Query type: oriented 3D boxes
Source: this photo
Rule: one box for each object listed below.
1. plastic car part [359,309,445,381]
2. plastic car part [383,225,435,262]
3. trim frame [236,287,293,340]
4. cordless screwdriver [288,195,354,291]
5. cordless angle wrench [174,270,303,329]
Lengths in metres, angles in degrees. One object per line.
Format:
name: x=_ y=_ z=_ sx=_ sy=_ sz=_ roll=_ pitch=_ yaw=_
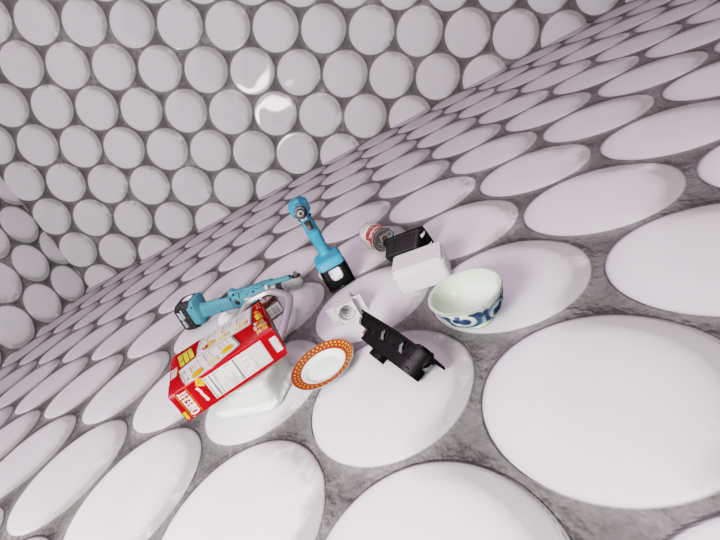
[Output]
plastic car part: x=0.053 y=0.126 z=0.705 sx=0.067 sy=0.064 sz=0.212 roll=-46 pitch=27 yaw=-15
plastic car part: x=0.109 y=-0.049 z=1.008 sx=0.120 sy=0.063 sz=0.072 roll=-19 pitch=37 yaw=31
trim frame: x=-0.249 y=0.134 z=1.025 sx=0.189 sy=0.026 sz=0.255 roll=-15 pitch=40 yaw=18
cordless screwdriver: x=-0.102 y=-0.067 z=1.042 sx=0.074 sy=0.243 sz=0.163 roll=-29 pitch=15 yaw=0
cordless angle wrench: x=-0.358 y=0.080 z=1.256 sx=0.433 sy=0.095 sz=0.075 roll=-16 pitch=23 yaw=20
